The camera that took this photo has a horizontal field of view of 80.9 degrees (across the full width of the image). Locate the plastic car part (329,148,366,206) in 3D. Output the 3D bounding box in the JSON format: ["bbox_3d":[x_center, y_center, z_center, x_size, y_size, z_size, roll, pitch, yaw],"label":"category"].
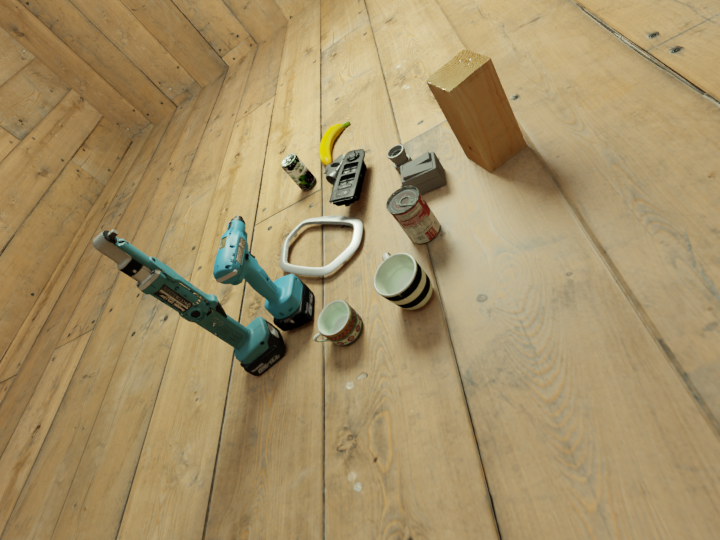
[{"bbox_3d":[-0.018,-0.229,1.057,0.068,0.063,0.207,-16,47,31],"label":"plastic car part"}]

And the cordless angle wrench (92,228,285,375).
[{"bbox_3d":[-0.304,0.064,0.782,0.098,0.400,0.078,-40,38,5],"label":"cordless angle wrench"}]

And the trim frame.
[{"bbox_3d":[-0.099,-0.065,1.013,0.261,0.026,0.185,4,59,42],"label":"trim frame"}]

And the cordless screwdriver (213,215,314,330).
[{"bbox_3d":[-0.194,0.007,0.867,0.076,0.235,0.164,-25,42,22],"label":"cordless screwdriver"}]
